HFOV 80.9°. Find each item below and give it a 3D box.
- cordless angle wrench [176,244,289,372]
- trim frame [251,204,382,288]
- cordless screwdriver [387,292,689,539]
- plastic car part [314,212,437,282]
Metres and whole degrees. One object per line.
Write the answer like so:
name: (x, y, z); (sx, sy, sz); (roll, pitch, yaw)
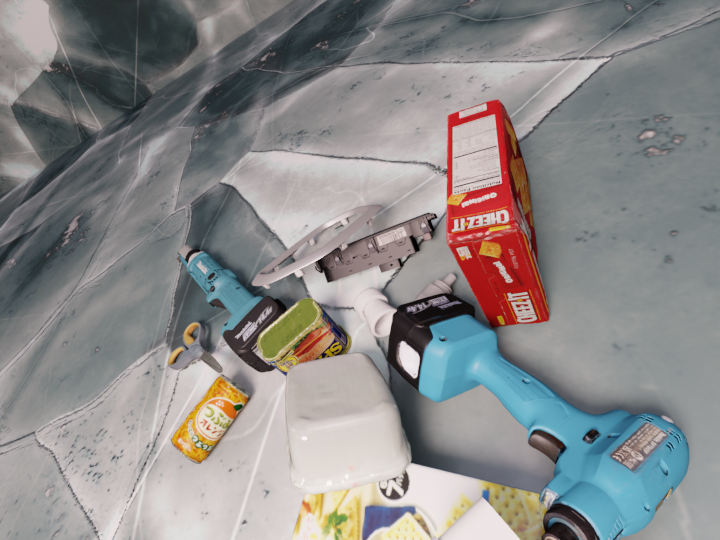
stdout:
cordless angle wrench: (-0.252, 0.028, 0.761); (0.097, 0.070, 0.448); (-47, 41, -12)
trim frame: (-0.064, -0.042, 0.652); (0.191, 0.027, 0.245); (-15, 23, 42)
cordless screwdriver: (0.119, 0.116, 0.378); (0.153, 0.073, 0.263); (-16, 31, -34)
plastic car part: (0.019, -0.028, 0.629); (0.208, 0.066, 0.065); (-16, 6, 19)
